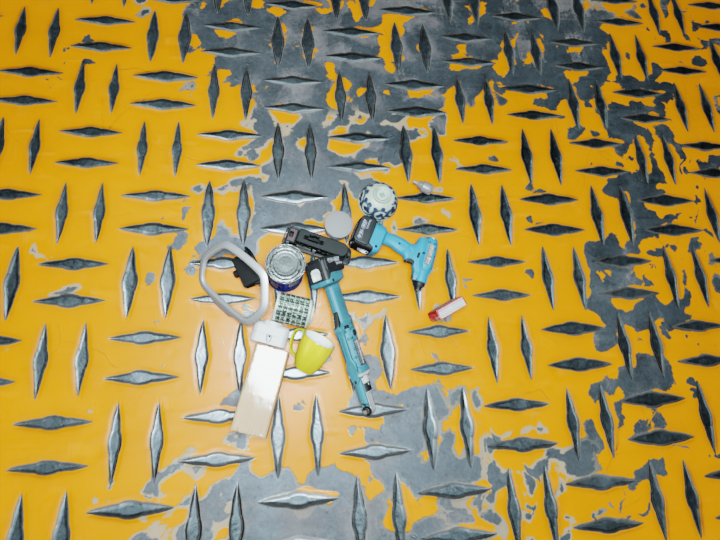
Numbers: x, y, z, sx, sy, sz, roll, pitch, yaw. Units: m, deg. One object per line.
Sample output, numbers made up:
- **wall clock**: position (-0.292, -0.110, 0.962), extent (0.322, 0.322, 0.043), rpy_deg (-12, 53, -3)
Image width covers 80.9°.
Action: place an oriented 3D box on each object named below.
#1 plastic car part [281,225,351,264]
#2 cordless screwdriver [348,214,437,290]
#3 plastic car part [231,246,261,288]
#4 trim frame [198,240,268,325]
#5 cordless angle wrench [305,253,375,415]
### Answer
- **plastic car part**: position (-0.117, -0.076, 1.195), extent (0.202, 0.067, 0.067), rpy_deg (21, 63, -3)
- **cordless screwdriver**: position (0.090, -0.050, 1.200), extent (0.247, 0.074, 0.160), rpy_deg (19, 74, -5)
- **plastic car part**: position (-0.312, 0.002, 1.158), extent (0.071, 0.064, 0.119), rpy_deg (-32, 78, 0)
- **trim frame**: position (-0.333, 0.032, 1.106), extent (0.258, 0.026, 0.183), rpy_deg (35, 107, 20)
- **cordless angle wrench**: position (-0.039, 0.169, 1.120), extent (0.076, 0.094, 0.428), rpy_deg (-24, 81, 32)
